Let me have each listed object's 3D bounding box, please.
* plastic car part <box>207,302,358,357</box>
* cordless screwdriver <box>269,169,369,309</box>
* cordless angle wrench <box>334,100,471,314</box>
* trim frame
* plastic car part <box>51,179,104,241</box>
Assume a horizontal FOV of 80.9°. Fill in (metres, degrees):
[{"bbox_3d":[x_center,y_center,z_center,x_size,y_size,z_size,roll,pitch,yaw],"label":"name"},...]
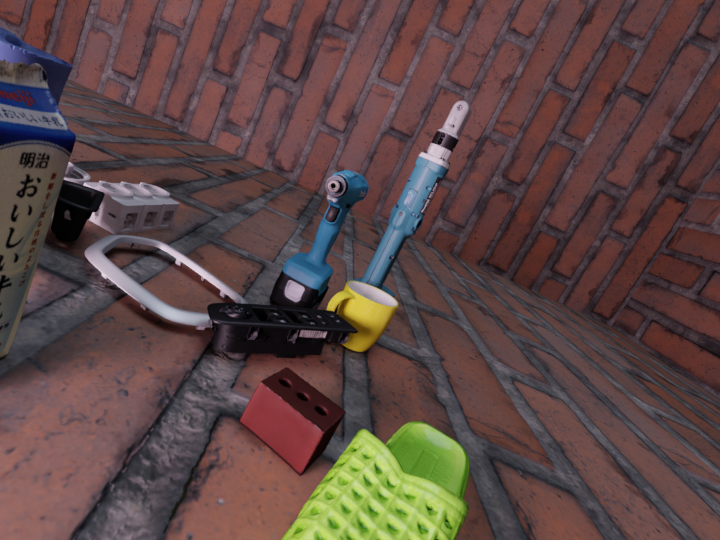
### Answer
[{"bbox_3d":[-0.105,0.077,0.541,0.192,0.067,0.070,15,17,-37],"label":"plastic car part"},{"bbox_3d":[-0.066,-0.043,0.674,0.076,0.248,0.157,27,13,6],"label":"cordless screwdriver"},{"bbox_3d":[0.080,-0.091,0.738,0.078,0.421,0.094,33,14,26],"label":"cordless angle wrench"},{"bbox_3d":[-0.263,0.013,0.592,0.257,0.027,0.179,29,14,17],"label":"trim frame"},{"bbox_3d":[-0.407,-0.078,0.594,0.063,0.070,0.123,17,16,-33],"label":"plastic car part"}]
